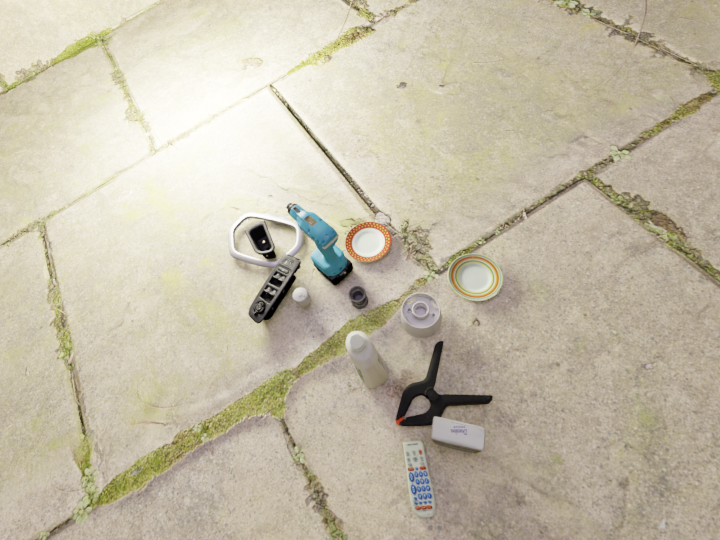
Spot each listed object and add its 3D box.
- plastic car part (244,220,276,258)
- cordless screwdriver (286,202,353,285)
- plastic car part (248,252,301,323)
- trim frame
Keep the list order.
[{"bbox_3d":[-0.280,-0.075,1.230,0.066,0.068,0.122,-28,60,-3],"label":"plastic car part"},{"bbox_3d":[-0.106,-0.069,1.083,0.074,0.238,0.167,-43,63,-12],"label":"cordless screwdriver"},{"bbox_3d":[-0.231,0.054,1.150,0.069,0.064,0.203,25,71,23],"label":"plastic car part"},{"bbox_3d":[-0.286,-0.097,1.267,0.257,0.026,0.186,12,66,20],"label":"trim frame"}]
